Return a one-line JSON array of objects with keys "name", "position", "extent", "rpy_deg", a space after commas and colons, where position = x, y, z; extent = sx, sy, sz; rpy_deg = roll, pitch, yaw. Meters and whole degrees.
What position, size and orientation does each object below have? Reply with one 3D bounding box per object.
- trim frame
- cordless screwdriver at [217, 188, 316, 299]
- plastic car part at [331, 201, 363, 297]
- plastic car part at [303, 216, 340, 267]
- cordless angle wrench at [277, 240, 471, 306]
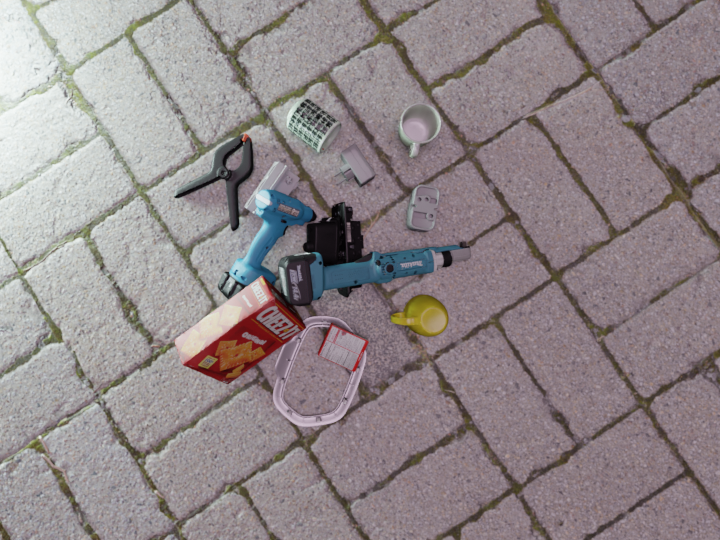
[{"name": "trim frame", "position": [-0.093, 0.222, 0.925], "extent": [0.185, 0.027, 0.248], "rpy_deg": [22, 90, 3]}, {"name": "cordless screwdriver", "position": [-0.191, -0.041, 0.898], "extent": [0.079, 0.151, 0.248], "rpy_deg": [31, 100, 36]}, {"name": "plastic car part", "position": [-0.027, -0.044, 0.921], "extent": [0.064, 0.069, 0.204], "rpy_deg": [3, 86, -33]}, {"name": "plastic car part", "position": [-0.088, -0.058, 0.904], "extent": [0.068, 0.069, 0.116], "rpy_deg": [3, 91, -36]}, {"name": "cordless angle wrench", "position": [0.046, -0.008, 0.867], "extent": [0.412, 0.076, 0.097], "rpy_deg": [-9, 95, -18]}]
